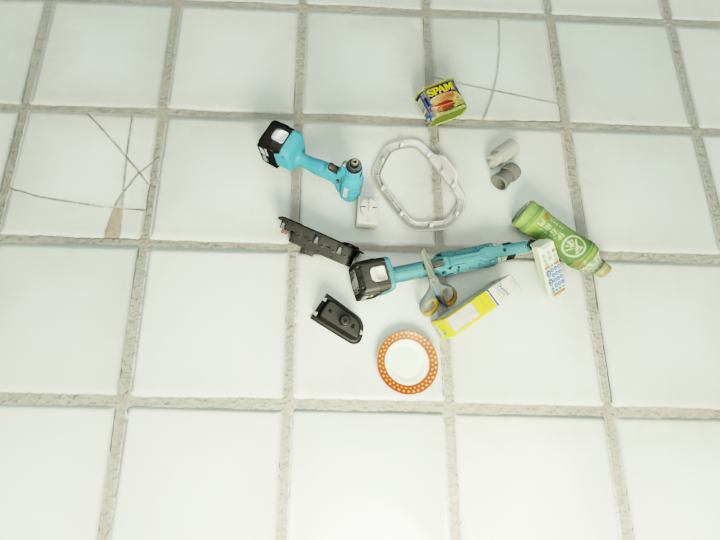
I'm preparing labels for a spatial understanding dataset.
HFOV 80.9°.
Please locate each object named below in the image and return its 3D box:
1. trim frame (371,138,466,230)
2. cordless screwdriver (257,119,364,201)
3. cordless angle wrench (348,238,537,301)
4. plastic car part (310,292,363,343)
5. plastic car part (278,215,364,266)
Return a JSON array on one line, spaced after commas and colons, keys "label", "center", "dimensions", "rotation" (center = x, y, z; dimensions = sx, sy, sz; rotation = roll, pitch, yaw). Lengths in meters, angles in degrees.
[{"label": "trim frame", "center": [0.138, -0.203, 0.992], "dimensions": [0.182, 0.027, 0.255], "rotation": [-32, 76, -11]}, {"label": "cordless screwdriver", "center": [-0.105, -0.247, 0.930], "dimensions": [0.253, 0.157, 0.074], "rotation": [29, 76, 6]}, {"label": "cordless angle wrench", "center": [0.189, -0.015, 0.916], "dimensions": [0.417, 0.097, 0.076], "rotation": [-11, 78, -9]}, {"label": "plastic car part", "center": [-0.041, 0.102, 0.881], "dimensions": [0.119, 0.070, 0.066], "rotation": [33, 77, 8]}, {"label": "plastic car part", "center": [-0.091, -0.059, 0.928], "dimensions": [0.204, 0.066, 0.067], "rotation": [20, 85, 3]}]
